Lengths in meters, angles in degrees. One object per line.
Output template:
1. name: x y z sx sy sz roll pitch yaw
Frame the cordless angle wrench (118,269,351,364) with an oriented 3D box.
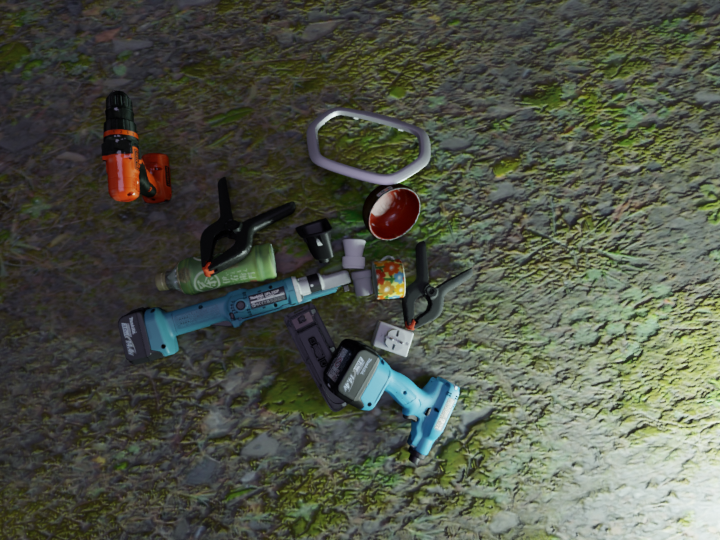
1. cordless angle wrench: -0.222 0.068 0.791 0.420 0.074 0.099 -16 85 -5

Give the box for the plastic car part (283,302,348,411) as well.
1. plastic car part: -0.070 0.164 0.786 0.065 0.067 0.204 -26 87 -13

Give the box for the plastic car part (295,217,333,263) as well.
1. plastic car part: -0.077 -0.051 0.792 0.065 0.120 0.069 -19 111 -6

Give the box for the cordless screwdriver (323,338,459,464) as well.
1. cordless screwdriver: 0.050 0.232 0.743 0.240 0.077 0.159 29 83 -19

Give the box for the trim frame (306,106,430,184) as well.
1. trim frame: 0.012 -0.247 0.820 0.256 0.026 0.185 18 64 15
